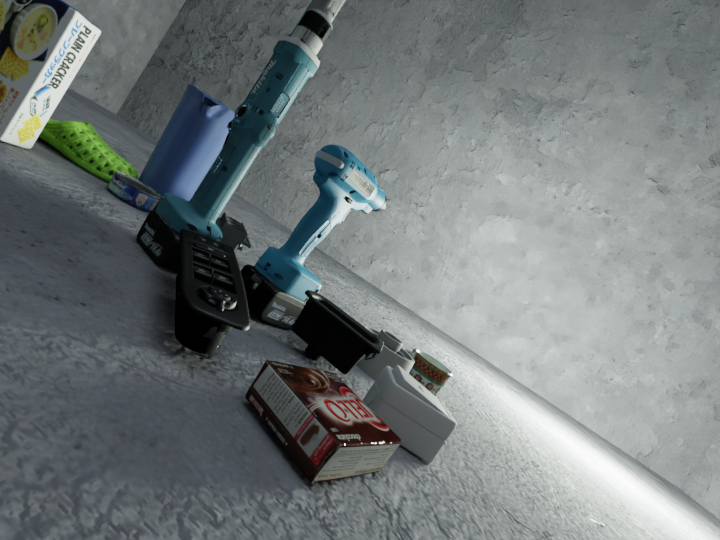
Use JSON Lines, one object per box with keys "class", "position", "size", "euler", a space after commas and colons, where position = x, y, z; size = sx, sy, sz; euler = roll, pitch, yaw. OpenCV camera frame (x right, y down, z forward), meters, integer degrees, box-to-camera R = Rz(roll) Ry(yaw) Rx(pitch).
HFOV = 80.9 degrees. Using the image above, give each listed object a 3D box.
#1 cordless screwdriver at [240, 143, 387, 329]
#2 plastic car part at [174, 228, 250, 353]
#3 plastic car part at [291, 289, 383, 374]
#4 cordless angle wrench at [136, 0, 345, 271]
{"class": "cordless screwdriver", "position": [-0.058, -0.038, 0.596], "size": [0.078, 0.248, 0.150], "euler": [35, 3, 35]}
{"class": "plastic car part", "position": [-0.156, 0.017, 0.416], "size": [0.063, 0.067, 0.213], "euler": [32, 3, -29]}
{"class": "plastic car part", "position": [-0.037, 0.085, 0.534], "size": [0.119, 0.071, 0.064], "euler": [33, 3, 10]}
{"class": "cordless angle wrench", "position": [-0.138, -0.190, 0.546], "size": [0.103, 0.423, 0.070], "euler": [35, 3, 36]}
